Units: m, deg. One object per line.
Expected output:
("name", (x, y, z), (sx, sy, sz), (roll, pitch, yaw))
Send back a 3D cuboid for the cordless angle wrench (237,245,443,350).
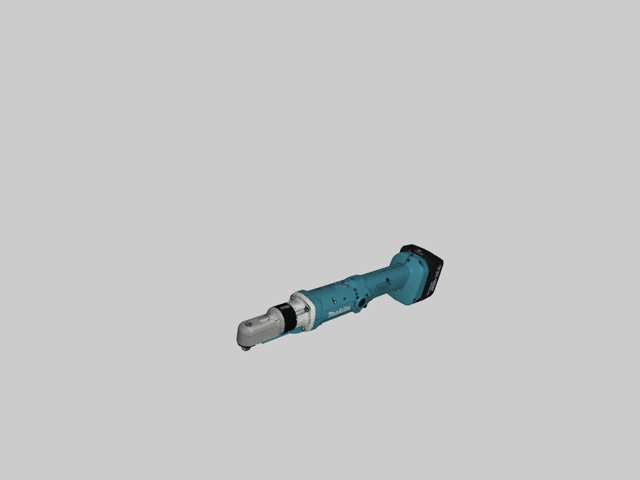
("cordless angle wrench", (0.049, 0.090, 0.684), (0.422, 0.098, 0.074), (-12, 33, -42))
